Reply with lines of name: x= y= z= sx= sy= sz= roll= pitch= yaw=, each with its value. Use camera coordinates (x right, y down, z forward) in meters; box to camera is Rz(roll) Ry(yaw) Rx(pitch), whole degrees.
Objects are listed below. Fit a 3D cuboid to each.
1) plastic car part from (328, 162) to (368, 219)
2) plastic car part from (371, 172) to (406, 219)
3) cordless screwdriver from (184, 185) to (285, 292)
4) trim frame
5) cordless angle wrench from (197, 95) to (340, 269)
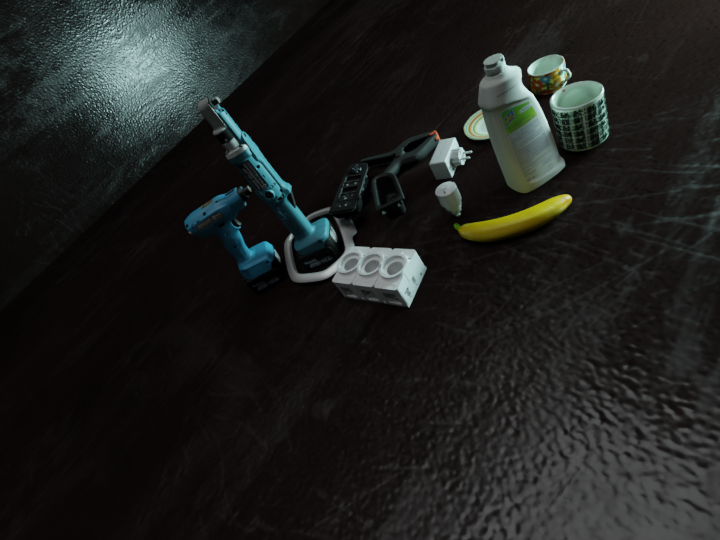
plastic car part: x=-0.015 y=-0.189 z=1.019 sx=0.068 sy=0.063 sz=0.207 roll=-14 pitch=44 yaw=28
plastic car part: x=0.067 y=-0.156 z=0.918 sx=0.067 sy=0.067 sz=0.120 roll=-25 pitch=40 yaw=16
cordless screwdriver: x=-0.252 y=-0.070 z=0.949 sx=0.160 sy=0.236 sz=0.077 roll=-30 pitch=37 yaw=10
trim frame: x=-0.097 y=-0.063 z=0.989 sx=0.186 sy=0.026 sz=0.260 roll=-32 pitch=39 yaw=9
cordless angle wrench: x=-0.180 y=-0.166 z=0.854 sx=0.100 sy=0.401 sz=0.076 roll=-21 pitch=39 yaw=21
